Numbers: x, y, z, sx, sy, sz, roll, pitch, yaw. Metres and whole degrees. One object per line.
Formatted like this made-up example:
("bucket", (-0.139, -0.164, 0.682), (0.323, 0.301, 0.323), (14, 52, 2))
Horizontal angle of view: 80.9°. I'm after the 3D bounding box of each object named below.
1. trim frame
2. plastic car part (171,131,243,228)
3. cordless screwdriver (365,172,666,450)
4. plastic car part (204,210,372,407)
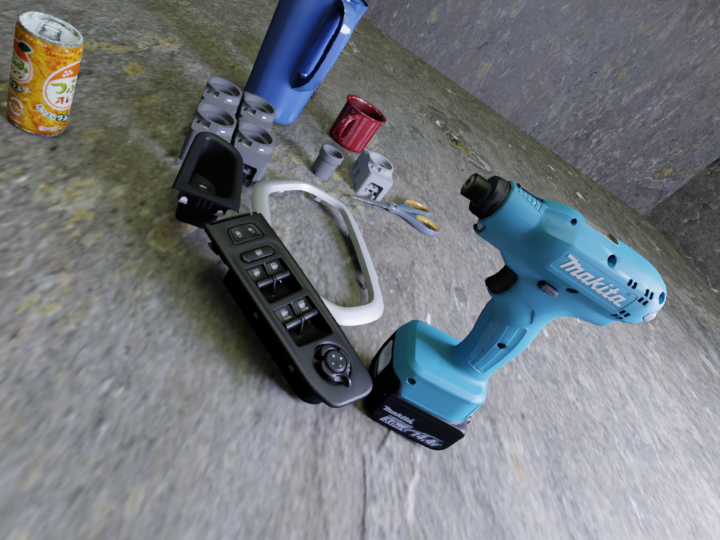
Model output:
("trim frame", (-0.052, -0.034, 0.535), (0.175, 0.027, 0.260), (13, 39, -32))
("plastic car part", (-0.168, -0.090, 0.458), (0.063, 0.071, 0.121), (21, 36, -25))
("cordless screwdriver", (0.087, 0.044, 0.359), (0.157, 0.250, 0.075), (34, 33, -8))
("plastic car part", (-0.073, 0.040, 0.384), (0.210, 0.067, 0.064), (49, 34, 19))
